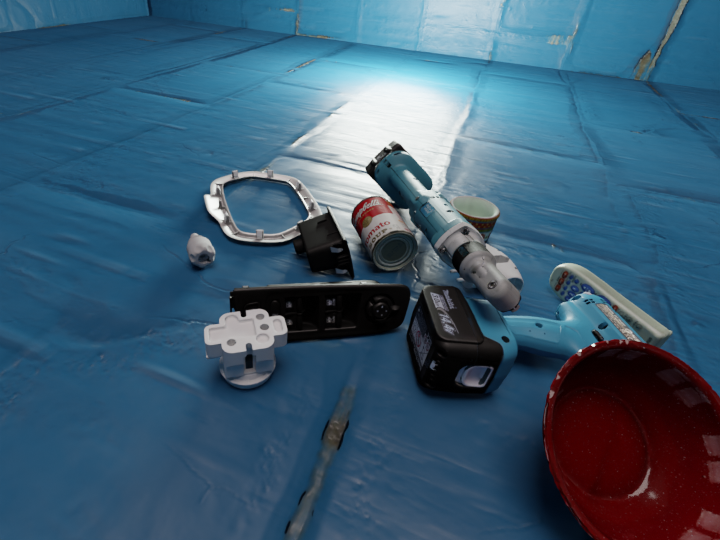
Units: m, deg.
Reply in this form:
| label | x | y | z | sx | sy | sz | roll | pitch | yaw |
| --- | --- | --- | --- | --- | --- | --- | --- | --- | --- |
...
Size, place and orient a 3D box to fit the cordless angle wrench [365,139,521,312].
| label | x | y | z | sx | sy | sz | roll | pitch | yaw |
| --- | --- | --- | --- | --- | --- | --- | --- | --- | --- |
| cordless angle wrench | 0.097 | -0.079 | 0.579 | 0.094 | 0.075 | 0.439 | 40 | 15 | -27 |

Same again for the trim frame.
| label | x | y | z | sx | sy | sz | roll | pitch | yaw |
| --- | --- | --- | --- | --- | --- | --- | --- | --- | --- |
| trim frame | -0.168 | -0.118 | 0.717 | 0.180 | 0.027 | 0.261 | -11 | 41 | -18 |

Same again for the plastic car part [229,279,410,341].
| label | x | y | z | sx | sy | sz | roll | pitch | yaw |
| --- | --- | --- | --- | --- | --- | --- | --- | --- | --- |
| plastic car part | -0.045 | 0.042 | 0.489 | 0.201 | 0.065 | 0.068 | -1 | 11 | -6 |

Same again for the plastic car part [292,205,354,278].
| label | x | y | z | sx | sy | sz | roll | pitch | yaw |
| --- | --- | --- | --- | --- | --- | --- | --- | --- | --- |
| plastic car part | -0.058 | -0.038 | 0.598 | 0.070 | 0.063 | 0.122 | -18 | 37 | -9 |

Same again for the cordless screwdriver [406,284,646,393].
| label | x | y | z | sx | sy | sz | roll | pitch | yaw |
| --- | --- | --- | --- | --- | --- | --- | --- | --- | --- |
| cordless screwdriver | 0.183 | 0.088 | 0.435 | 0.245 | 0.073 | 0.165 | 2 | 36 | -11 |
